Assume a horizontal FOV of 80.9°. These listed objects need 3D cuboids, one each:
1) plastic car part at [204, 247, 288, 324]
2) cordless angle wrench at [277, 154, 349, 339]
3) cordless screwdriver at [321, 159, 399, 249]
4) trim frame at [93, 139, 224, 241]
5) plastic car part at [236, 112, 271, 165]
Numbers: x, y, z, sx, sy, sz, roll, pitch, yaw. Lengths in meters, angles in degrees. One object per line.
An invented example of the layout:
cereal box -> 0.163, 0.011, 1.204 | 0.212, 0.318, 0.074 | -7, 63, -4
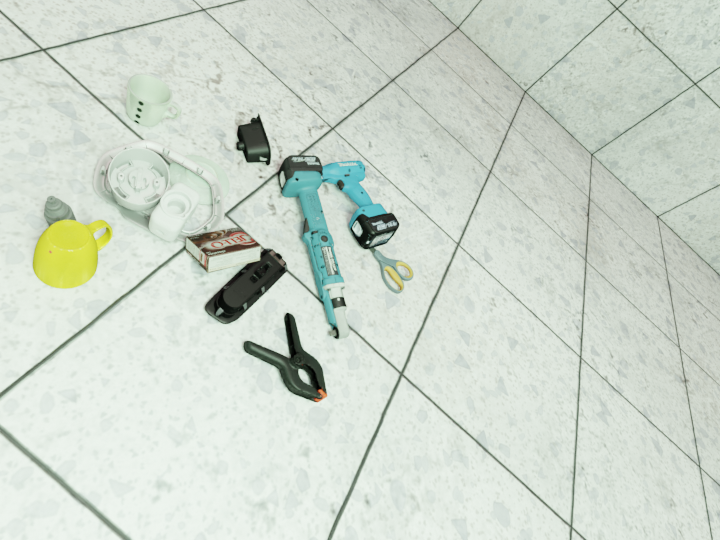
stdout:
plastic car part -> -0.204, 0.023, 0.798 | 0.065, 0.069, 0.201 | 48, 48, -9
cordless angle wrench -> -0.090, -0.059, 0.925 | 0.094, 0.075, 0.436 | -6, 66, -26
cordless screwdriver -> -0.022, -0.172, 1.045 | 0.154, 0.074, 0.259 | -12, 61, -29
trim frame -> -0.377, -0.155, 0.811 | 0.241, 0.028, 0.186 | 30, 58, -15
plastic car part -> -0.258, -0.302, 0.995 | 0.069, 0.066, 0.120 | -10, 69, -23
